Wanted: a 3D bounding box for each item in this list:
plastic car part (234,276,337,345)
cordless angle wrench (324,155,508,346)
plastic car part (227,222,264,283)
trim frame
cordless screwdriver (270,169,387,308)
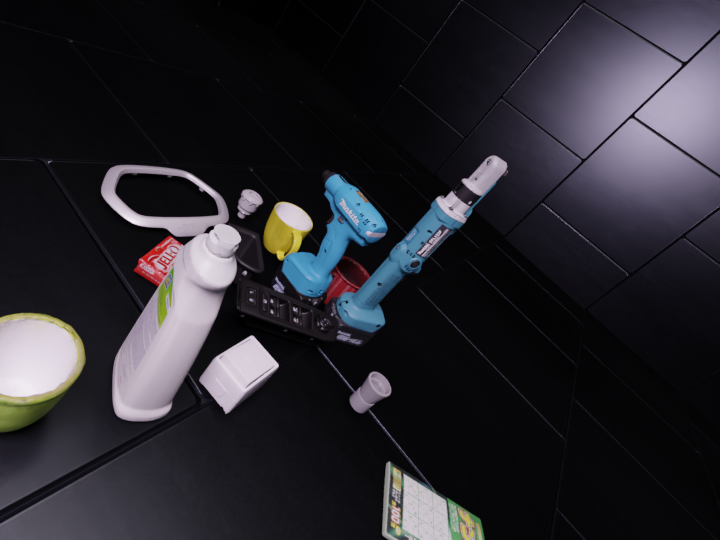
[{"bbox_3d":[-0.125,0.083,0.706,0.194,0.067,0.069,22,32,-28],"label":"plastic car part"},{"bbox_3d":[0.086,-0.026,0.734,0.093,0.425,0.077,23,32,-30],"label":"cordless angle wrench"},{"bbox_3d":[-0.215,-0.018,0.751,0.063,0.071,0.122,20,33,-33],"label":"plastic car part"},{"bbox_3d":[-0.364,-0.137,0.805,0.191,0.027,0.238,49,29,21],"label":"trim frame"},{"bbox_3d":[-0.075,-0.049,0.769,0.071,0.250,0.166,0,47,-51],"label":"cordless screwdriver"}]
